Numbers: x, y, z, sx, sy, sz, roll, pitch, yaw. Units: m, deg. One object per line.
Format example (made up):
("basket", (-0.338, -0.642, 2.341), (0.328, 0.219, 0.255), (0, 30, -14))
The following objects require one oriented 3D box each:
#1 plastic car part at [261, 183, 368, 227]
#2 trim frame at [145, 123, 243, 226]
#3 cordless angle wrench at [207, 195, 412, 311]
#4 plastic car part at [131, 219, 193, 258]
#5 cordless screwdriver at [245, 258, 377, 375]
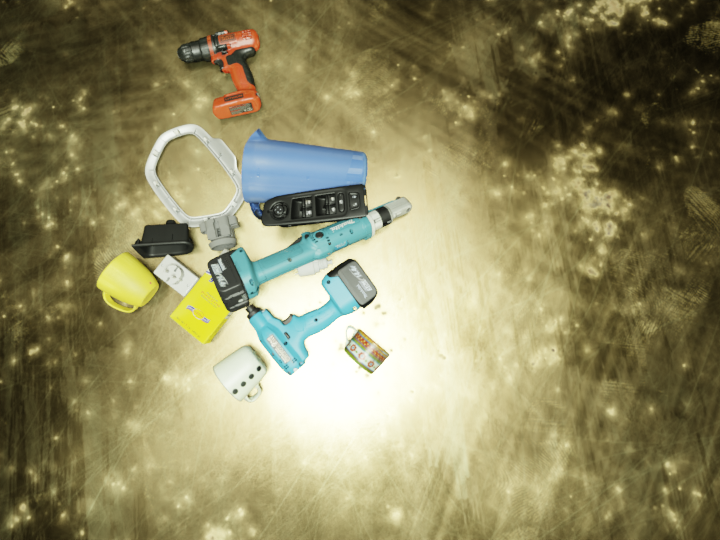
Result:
("plastic car part", (-0.088, -0.117, 0.805), (0.205, 0.066, 0.067), (-5, 81, 6))
("trim frame", (-0.357, -0.207, 0.913), (0.183, 0.027, 0.253), (-38, 80, -5))
("cordless angle wrench", (-0.081, -0.053, 0.826), (0.417, 0.072, 0.103), (-25, 55, -14))
("plastic car part", (-0.404, -0.070, 0.880), (0.116, 0.064, 0.073), (-8, 68, -3))
("cordless screwdriver", (-0.097, 0.068, 0.834), (0.249, 0.073, 0.162), (-41, 82, 0))
